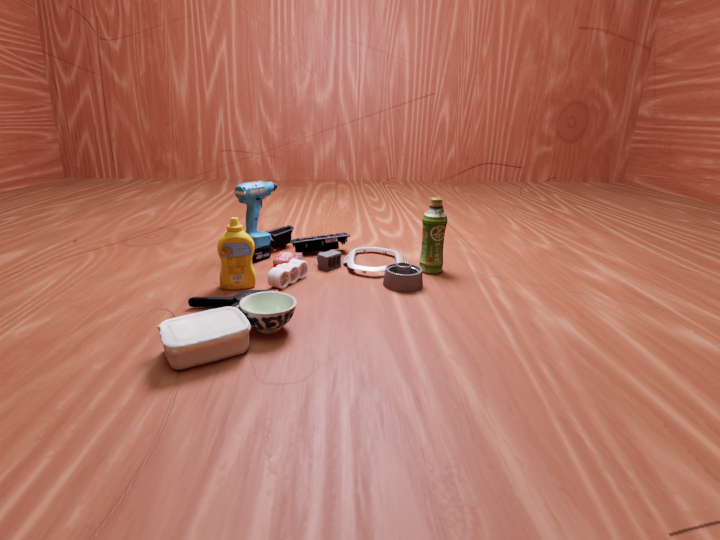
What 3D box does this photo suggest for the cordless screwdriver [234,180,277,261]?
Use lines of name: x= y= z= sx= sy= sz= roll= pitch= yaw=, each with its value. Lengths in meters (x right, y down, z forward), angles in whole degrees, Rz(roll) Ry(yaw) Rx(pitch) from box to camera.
cordless screwdriver: x=-0.325 y=-0.162 z=1.353 sx=0.078 sy=0.244 sz=0.154 roll=13 pitch=21 yaw=32

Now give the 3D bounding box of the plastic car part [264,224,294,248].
plastic car part: x=-0.277 y=-0.110 z=1.466 sx=0.070 sy=0.069 sz=0.112 roll=16 pitch=24 yaw=37

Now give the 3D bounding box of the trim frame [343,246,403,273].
trim frame: x=0.039 y=-0.035 z=1.324 sx=0.185 sy=0.027 sz=0.252 roll=1 pitch=20 yaw=2

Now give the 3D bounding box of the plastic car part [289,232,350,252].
plastic car part: x=-0.139 y=-0.091 z=1.419 sx=0.199 sy=0.066 sz=0.069 roll=-4 pitch=19 yaw=-11
